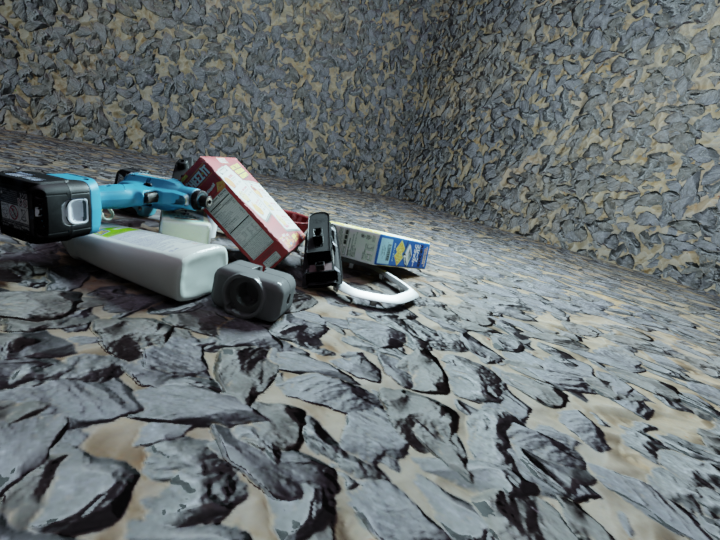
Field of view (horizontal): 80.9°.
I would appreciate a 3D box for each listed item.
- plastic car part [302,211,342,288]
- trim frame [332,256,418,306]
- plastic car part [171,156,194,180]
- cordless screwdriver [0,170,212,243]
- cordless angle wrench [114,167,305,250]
[{"bbox_3d":[-0.074,-0.048,0.752,0.067,0.064,0.209,-14,30,4],"label":"plastic car part"},{"bbox_3d":[-0.007,0.014,0.769,0.176,0.027,0.262,5,17,-29],"label":"trim frame"},{"bbox_3d":[-0.358,-0.189,0.862,0.065,0.069,0.121,-5,47,-13],"label":"plastic car part"},{"bbox_3d":[-0.334,-0.095,0.581,0.164,0.073,0.244,12,18,16],"label":"cordless screwdriver"},{"bbox_3d":[-0.325,-0.127,0.928,0.425,0.097,0.074,16,9,2],"label":"cordless angle wrench"}]
